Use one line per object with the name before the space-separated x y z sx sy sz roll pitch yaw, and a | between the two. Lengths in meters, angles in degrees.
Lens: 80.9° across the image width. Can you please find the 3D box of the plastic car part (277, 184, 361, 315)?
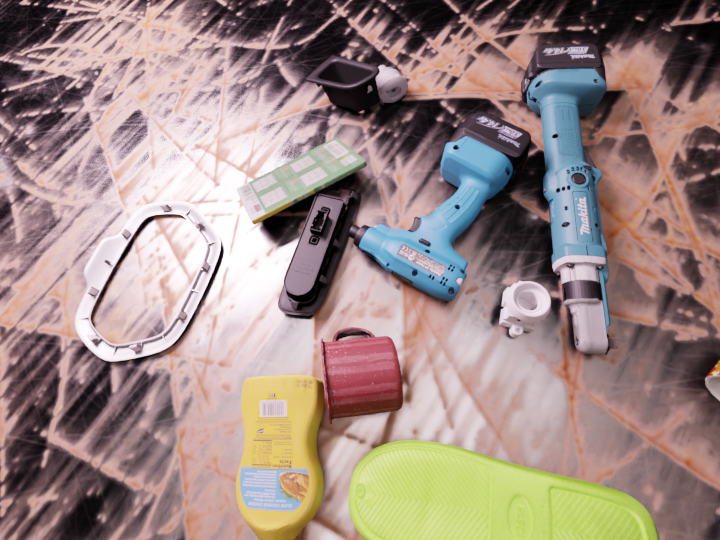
plastic car part | -0.056 -0.036 0.570 0.067 0.066 0.204 16 72 4

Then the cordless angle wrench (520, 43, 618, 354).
cordless angle wrench | 0.275 -0.107 0.549 0.099 0.072 0.430 2 69 8

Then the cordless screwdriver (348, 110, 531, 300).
cordless screwdriver | 0.106 -0.098 0.567 0.165 0.072 0.249 29 77 18

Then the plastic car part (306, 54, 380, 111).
plastic car part | -0.017 -0.284 0.664 0.123 0.067 0.066 35 75 35

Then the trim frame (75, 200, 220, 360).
trim frame | -0.305 0.006 0.604 0.189 0.026 0.250 15 71 15
